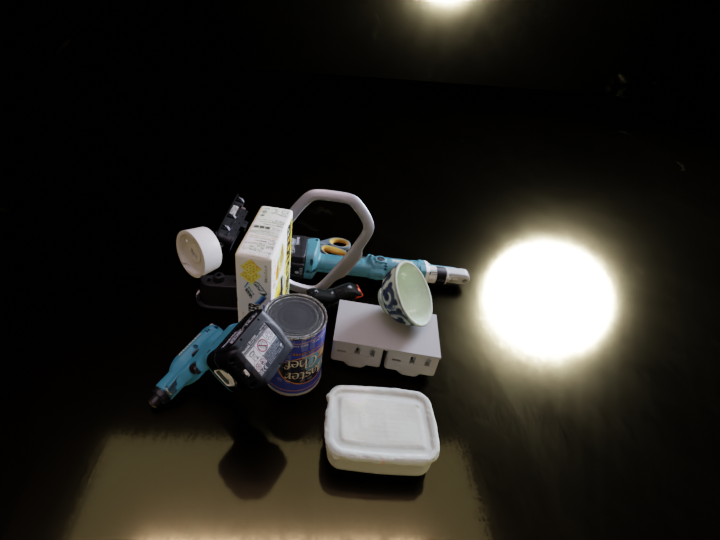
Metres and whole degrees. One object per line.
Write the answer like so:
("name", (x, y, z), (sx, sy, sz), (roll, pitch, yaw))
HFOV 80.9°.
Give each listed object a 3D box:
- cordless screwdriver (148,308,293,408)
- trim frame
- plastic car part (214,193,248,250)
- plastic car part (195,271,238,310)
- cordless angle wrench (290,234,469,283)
("cordless screwdriver", (-0.221, 0.142, 0.633), (0.258, 0.072, 0.158), (-16, 27, 47))
("trim frame", (-0.086, -0.056, 0.875), (0.180, 0.249, 0.028), (37, 15, -11))
("plastic car part", (-0.325, -0.111, 1.066), (0.065, 0.066, 0.207), (29, 33, -14))
("plastic car part", (-0.280, 0.037, 0.862), (0.115, 0.069, 0.068), (5, 35, -6))
("cordless angle wrench", (0.039, -0.007, 0.960), (0.422, 0.072, 0.100), (7, 37, -2))
